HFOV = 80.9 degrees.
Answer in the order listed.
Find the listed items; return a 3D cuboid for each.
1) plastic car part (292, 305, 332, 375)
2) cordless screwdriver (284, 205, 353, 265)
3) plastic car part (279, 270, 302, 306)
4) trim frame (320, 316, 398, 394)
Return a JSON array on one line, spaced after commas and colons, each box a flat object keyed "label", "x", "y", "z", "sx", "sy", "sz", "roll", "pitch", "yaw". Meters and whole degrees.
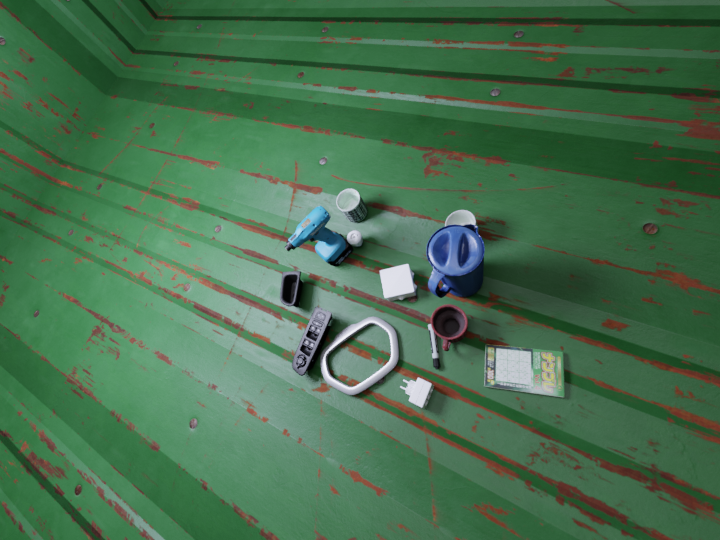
[{"label": "plastic car part", "x": -0.142, "y": 0.215, "z": 1.267, "sx": 0.069, "sy": 0.064, "sz": 0.203, "roll": 19, "pitch": 77, "yaw": 26}, {"label": "cordless screwdriver", "x": -0.126, "y": -0.082, "z": 1.287, "sx": 0.159, "sy": 0.237, "sz": 0.078, "roll": -44, "pitch": 62, "yaw": -1}, {"label": "plastic car part", "x": -0.216, "y": 0.067, "z": 1.359, "sx": 0.068, "sy": 0.067, "sz": 0.119, "roll": -4, "pitch": 67, "yaw": 19}, {"label": "trim frame", "x": -0.003, "y": 0.242, "z": 1.220, "sx": 0.249, "sy": 0.026, "sz": 0.193, "roll": -38, "pitch": 59, "yaw": 4}]
